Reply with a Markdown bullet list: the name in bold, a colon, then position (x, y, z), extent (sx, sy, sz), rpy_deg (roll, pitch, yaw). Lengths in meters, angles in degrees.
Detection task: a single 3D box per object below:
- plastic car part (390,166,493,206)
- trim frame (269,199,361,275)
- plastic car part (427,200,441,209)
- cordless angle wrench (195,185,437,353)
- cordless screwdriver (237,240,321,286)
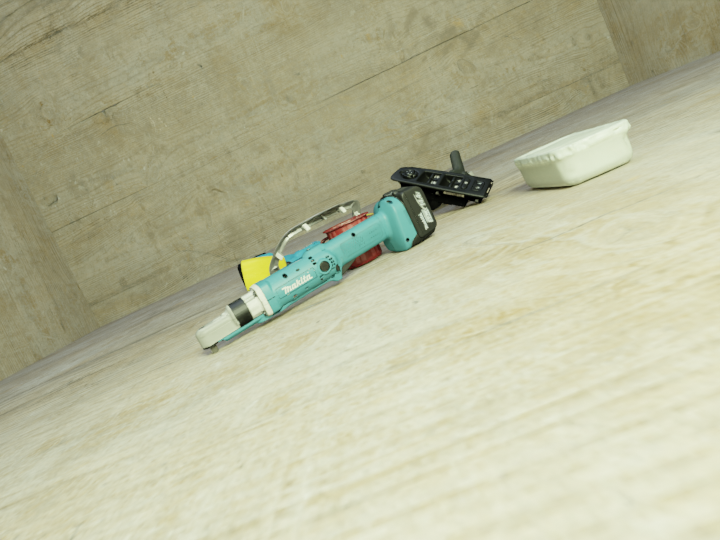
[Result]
- **plastic car part**: position (0.165, -0.176, 0.889), extent (0.211, 0.064, 0.066), rpy_deg (19, 58, 23)
- **trim frame**: position (-0.083, -0.054, 0.844), extent (0.242, 0.029, 0.180), rpy_deg (-29, -33, -36)
- **plastic car part**: position (0.163, -0.186, 1.088), extent (0.065, 0.069, 0.122), rpy_deg (-34, 26, -27)
- **cordless angle wrench**: position (-0.064, -0.006, 0.667), extent (0.416, 0.096, 0.077), rpy_deg (-32, 12, -21)
- **cordless screwdriver**: position (-0.221, -0.009, 1.096), extent (0.258, 0.073, 0.156), rpy_deg (-13, 14, 35)
